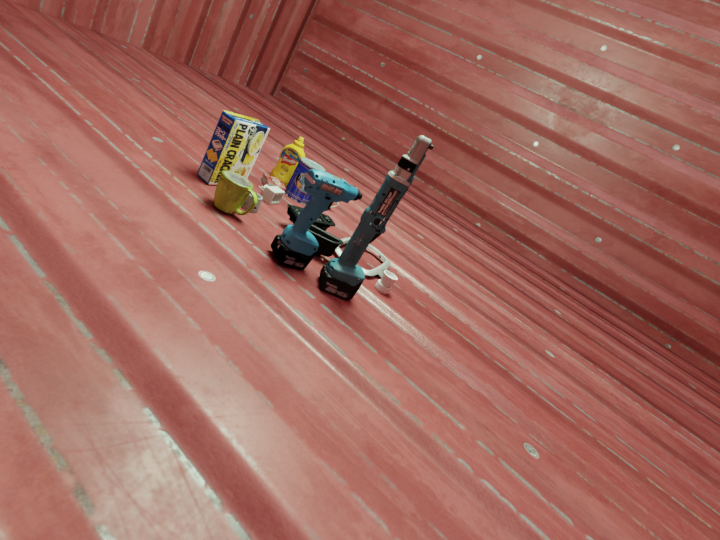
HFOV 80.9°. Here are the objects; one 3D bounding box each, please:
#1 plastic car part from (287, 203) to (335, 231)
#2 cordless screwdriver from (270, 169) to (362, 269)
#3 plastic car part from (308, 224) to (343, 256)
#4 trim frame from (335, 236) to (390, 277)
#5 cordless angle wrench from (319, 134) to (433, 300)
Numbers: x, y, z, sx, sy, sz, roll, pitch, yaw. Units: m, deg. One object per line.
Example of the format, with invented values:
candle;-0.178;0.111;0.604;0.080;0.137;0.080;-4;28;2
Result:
plastic car part;-0.153;-0.151;1.310;0.070;0.067;0.193;43;25;29
cordless screwdriver;-0.108;-0.119;1.042;0.151;0.248;0.078;14;27;-38
plastic car part;-0.115;-0.075;1.180;0.117;0.071;0.066;30;21;1
trim frame;0.006;-0.043;1.321;0.190;0.027;0.242;35;22;14
cordless angle wrench;0.036;-0.121;0.987;0.095;0.422;0.077;25;22;-17
